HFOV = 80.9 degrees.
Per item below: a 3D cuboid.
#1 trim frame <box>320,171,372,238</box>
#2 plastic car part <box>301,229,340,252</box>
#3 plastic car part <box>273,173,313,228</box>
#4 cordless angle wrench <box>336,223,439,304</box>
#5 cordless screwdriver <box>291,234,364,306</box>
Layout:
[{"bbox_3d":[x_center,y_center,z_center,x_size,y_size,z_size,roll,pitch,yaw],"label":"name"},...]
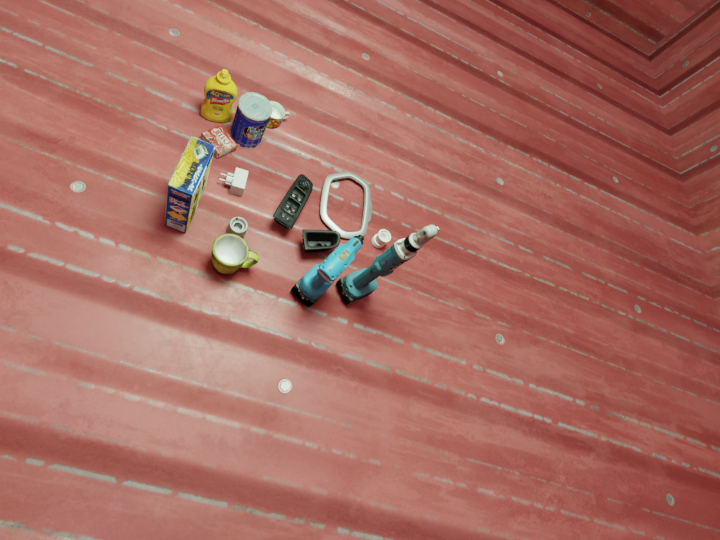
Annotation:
[{"bbox_3d":[-0.042,-0.215,1.371,0.179,0.028,0.254,13,62,-16],"label":"trim frame"},{"bbox_3d":[-0.122,-0.080,1.248,0.112,0.071,0.068,-1,69,-24],"label":"plastic car part"},{"bbox_3d":[-0.202,-0.205,1.277,0.065,0.068,0.204,29,59,-11],"label":"plastic car part"},{"bbox_3d":[0.062,-0.015,1.084,0.095,0.428,0.076,-19,79,-31],"label":"cordless angle wrench"},{"bbox_3d":[-0.085,-0.001,1.120,0.074,0.251,0.157,45,57,-3],"label":"cordless screwdriver"}]
